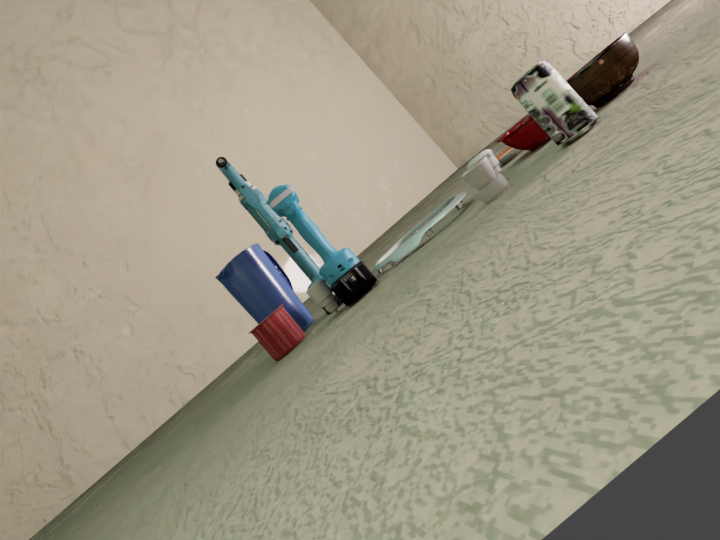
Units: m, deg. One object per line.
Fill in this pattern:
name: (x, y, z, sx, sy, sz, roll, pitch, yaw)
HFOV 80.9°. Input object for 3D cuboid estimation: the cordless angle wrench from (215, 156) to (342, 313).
cordless angle wrench: (-0.183, -0.088, 0.945, 0.074, 0.425, 0.098, -40, -3, -8)

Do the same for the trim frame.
trim frame: (0.113, -0.070, 0.834, 0.252, 0.027, 0.181, -38, 4, 33)

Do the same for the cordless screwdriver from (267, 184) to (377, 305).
cordless screwdriver: (-0.078, -0.051, 0.801, 0.074, 0.250, 0.159, -40, -1, -3)
